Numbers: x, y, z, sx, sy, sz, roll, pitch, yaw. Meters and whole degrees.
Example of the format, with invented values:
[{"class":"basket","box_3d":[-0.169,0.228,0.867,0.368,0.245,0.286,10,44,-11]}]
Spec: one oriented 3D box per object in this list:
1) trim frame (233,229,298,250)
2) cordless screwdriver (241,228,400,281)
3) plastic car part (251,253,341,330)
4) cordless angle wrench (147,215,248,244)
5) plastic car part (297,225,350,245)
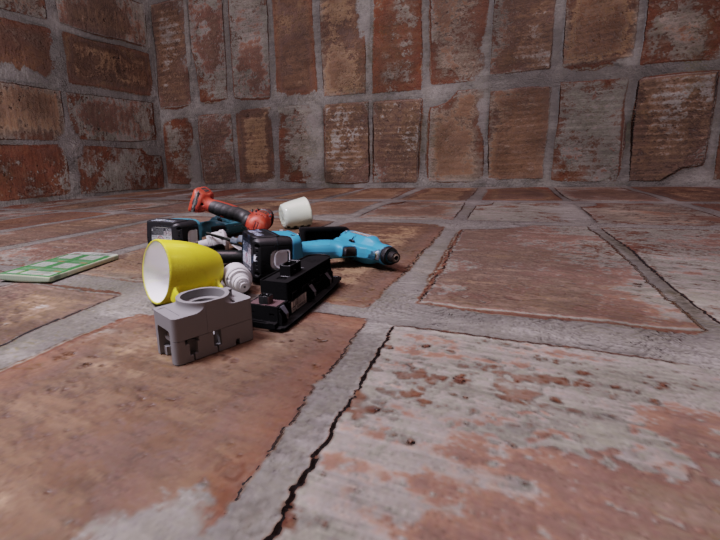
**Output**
[{"class":"trim frame","box_3d":[-0.199,-0.065,0.950,0.180,0.027,0.258,-8,18,-17]},{"class":"cordless screwdriver","box_3d":[-0.068,-0.029,0.716,0.239,0.073,0.167,-6,15,-30]},{"class":"plastic car part","box_3d":[-0.087,0.017,0.571,0.068,0.066,0.198,-4,10,21]},{"class":"cordless angle wrench","box_3d":[-0.353,-0.111,1.067,0.101,0.073,0.415,4,13,17]},{"class":"plastic car part","box_3d":[-0.083,-0.054,0.847,0.112,0.066,0.074,-8,0,-35]}]
